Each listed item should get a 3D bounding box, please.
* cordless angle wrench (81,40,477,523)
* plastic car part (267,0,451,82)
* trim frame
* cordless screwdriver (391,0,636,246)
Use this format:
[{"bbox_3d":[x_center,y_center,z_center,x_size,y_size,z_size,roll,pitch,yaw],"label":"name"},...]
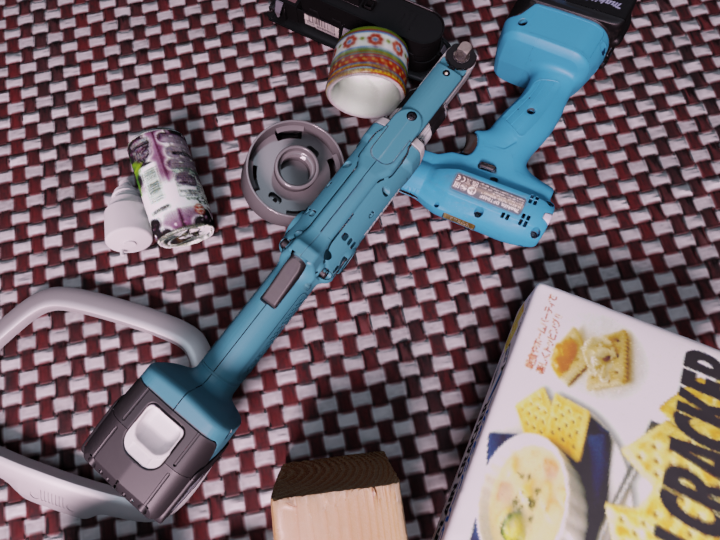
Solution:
[{"bbox_3d":[-0.033,-0.022,0.337,0.075,0.097,0.422,36,80,5],"label":"cordless angle wrench"},{"bbox_3d":[0.004,-0.261,0.432,0.205,0.066,0.066,29,73,5],"label":"plastic car part"},{"bbox_3d":[-0.238,0.116,0.373,0.250,0.027,0.185,14,77,3],"label":"trim frame"},{"bbox_3d":[0.131,-0.159,0.398,0.164,0.072,0.249,25,83,16],"label":"cordless screwdriver"}]
